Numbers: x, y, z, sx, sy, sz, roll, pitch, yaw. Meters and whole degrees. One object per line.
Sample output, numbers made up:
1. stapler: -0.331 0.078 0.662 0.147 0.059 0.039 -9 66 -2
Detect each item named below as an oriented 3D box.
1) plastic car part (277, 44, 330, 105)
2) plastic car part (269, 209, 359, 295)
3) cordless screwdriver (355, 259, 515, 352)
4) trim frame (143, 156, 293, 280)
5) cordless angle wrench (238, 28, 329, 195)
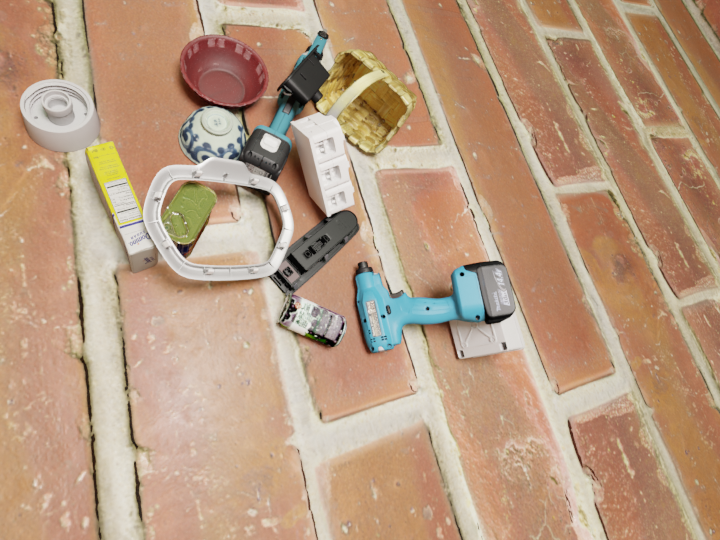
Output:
1. plastic car part: -0.096 -0.337 0.761 0.068 0.068 0.117 38 56 -21
2. plastic car part: -0.073 -0.048 0.744 0.067 0.067 0.200 44 58 5
3. cordless screwdriver: 0.116 0.036 0.715 0.253 0.071 0.163 -15 73 12
4. trim frame: -0.200 -0.077 0.639 0.237 0.028 0.186 0 80 -40
5. cordless angle wrench: -0.132 -0.336 0.825 0.072 0.099 0.429 24 59 -15
